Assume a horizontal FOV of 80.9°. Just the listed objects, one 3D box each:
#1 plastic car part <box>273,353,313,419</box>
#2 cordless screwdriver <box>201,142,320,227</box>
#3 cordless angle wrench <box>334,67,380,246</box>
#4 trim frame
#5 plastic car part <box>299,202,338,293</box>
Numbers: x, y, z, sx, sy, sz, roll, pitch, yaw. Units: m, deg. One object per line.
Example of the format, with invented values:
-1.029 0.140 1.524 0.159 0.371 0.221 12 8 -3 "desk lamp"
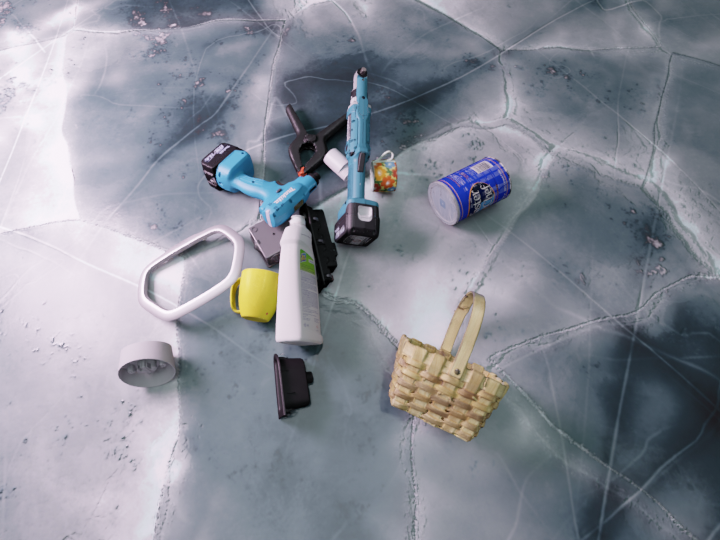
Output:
-0.123 0.210 0.788 0.069 0.066 0.120 1 63 -17 "plastic car part"
-0.221 -0.206 0.938 0.260 0.072 0.158 31 62 23 "cordless screwdriver"
-0.005 -0.266 0.937 0.072 0.099 0.430 7 71 -18 "cordless angle wrench"
-0.350 0.000 0.876 0.248 0.026 0.193 -33 59 -2 "trim frame"
-0.088 -0.058 0.899 0.066 0.065 0.210 -12 66 -17 "plastic car part"
